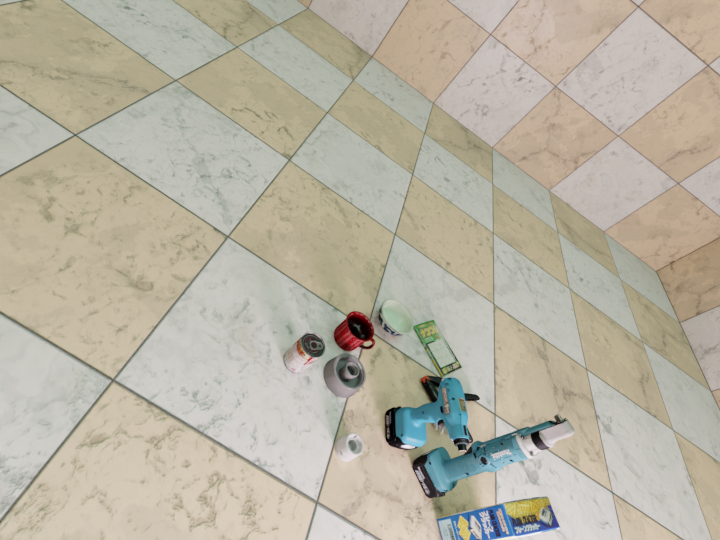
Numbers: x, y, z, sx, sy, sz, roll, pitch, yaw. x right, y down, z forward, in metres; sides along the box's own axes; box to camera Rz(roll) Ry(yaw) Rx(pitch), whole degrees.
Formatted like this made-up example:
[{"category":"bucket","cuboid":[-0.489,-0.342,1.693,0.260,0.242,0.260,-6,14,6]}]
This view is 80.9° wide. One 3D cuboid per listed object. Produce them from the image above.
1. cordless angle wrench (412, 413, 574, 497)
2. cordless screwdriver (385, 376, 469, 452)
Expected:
[{"category":"cordless angle wrench","cuboid":[0.286,0.412,0.943,0.071,0.427,0.101,-6,61,-42]},{"category":"cordless screwdriver","cuboid":[0.161,0.376,1.016,0.071,0.251,0.164,22,45,-25]}]
